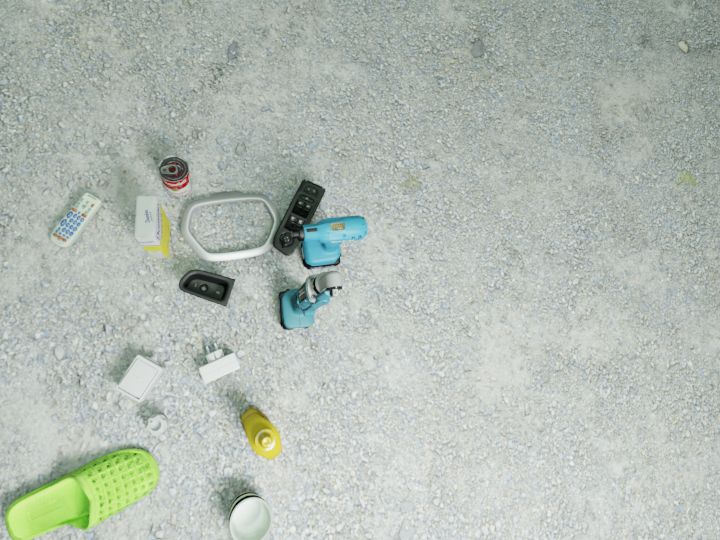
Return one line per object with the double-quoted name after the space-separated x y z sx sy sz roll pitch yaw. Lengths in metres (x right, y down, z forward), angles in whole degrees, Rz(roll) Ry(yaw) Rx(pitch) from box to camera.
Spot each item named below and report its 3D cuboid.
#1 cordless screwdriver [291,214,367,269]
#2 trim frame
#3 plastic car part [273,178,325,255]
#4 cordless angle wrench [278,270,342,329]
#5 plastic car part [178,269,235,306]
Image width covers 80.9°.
-0.095 -0.062 0.974 0.155 0.251 0.075 -7 80 -18 "cordless screwdriver"
-0.321 -0.115 1.058 0.243 0.027 0.187 -10 77 -15 "trim frame"
-0.162 -0.129 1.076 0.066 0.067 0.204 26 71 -8 "plastic car part"
-0.102 0.055 0.847 0.072 0.426 0.099 -2 79 -18 "cordless angle wrench"
-0.357 0.039 0.982 0.115 0.071 0.067 18 72 -9 "plastic car part"
